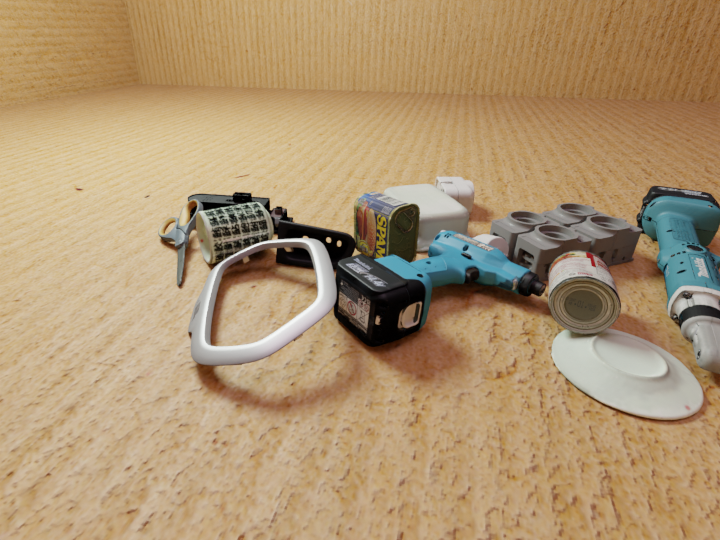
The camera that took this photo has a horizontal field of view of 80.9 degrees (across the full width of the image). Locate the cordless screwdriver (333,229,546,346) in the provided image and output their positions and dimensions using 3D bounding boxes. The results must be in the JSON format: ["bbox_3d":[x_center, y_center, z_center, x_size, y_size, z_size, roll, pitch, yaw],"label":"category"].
[{"bbox_3d":[0.098,0.018,0.519,0.240,0.072,0.169,-19,34,-36],"label":"cordless screwdriver"}]

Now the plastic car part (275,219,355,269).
[{"bbox_3d":[-0.063,-0.041,0.644,0.118,0.065,0.071,8,15,8],"label":"plastic car part"}]

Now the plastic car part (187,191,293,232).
[{"bbox_3d":[-0.227,-0.106,0.755,0.206,0.065,0.067,2,36,9],"label":"plastic car part"}]

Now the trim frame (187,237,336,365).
[{"bbox_3d":[-0.121,0.025,0.509,0.184,0.026,0.258,-18,33,-1],"label":"trim frame"}]

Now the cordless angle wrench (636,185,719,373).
[{"bbox_3d":[0.437,-0.007,0.562,0.102,0.072,0.417,14,35,24],"label":"cordless angle wrench"}]
